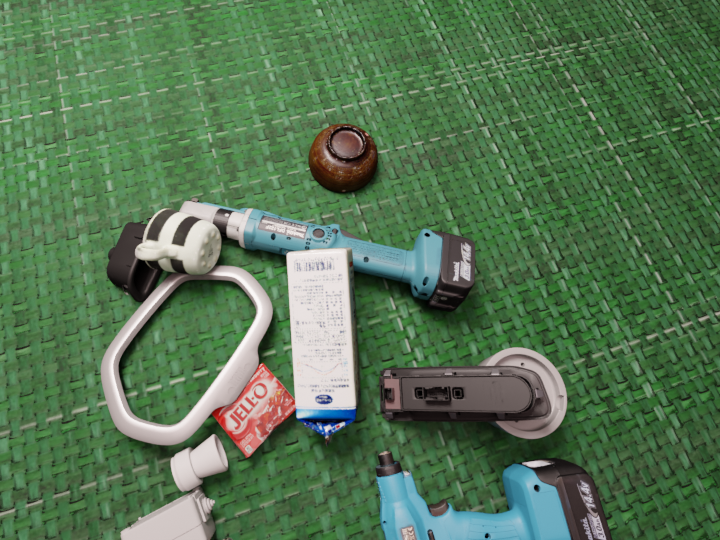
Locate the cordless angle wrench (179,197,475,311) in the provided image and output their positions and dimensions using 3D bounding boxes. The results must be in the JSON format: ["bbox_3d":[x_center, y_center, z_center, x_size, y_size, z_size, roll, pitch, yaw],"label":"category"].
[{"bbox_3d":[-0.059,-0.039,0.606,0.427,0.072,0.099,13,56,5],"label":"cordless angle wrench"}]

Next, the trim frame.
[{"bbox_3d":[-0.225,0.098,0.556,0.190,0.027,0.248,26,65,15],"label":"trim frame"}]

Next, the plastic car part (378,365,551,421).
[{"bbox_3d":[0.116,0.147,0.513,0.209,0.063,0.068,-6,64,21],"label":"plastic car part"}]

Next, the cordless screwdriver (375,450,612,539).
[{"bbox_3d":[0.146,0.279,0.507,0.247,0.073,0.163,-13,72,-4],"label":"cordless screwdriver"}]

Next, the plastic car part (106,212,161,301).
[{"bbox_3d":[-0.318,-0.022,0.595,0.073,0.063,0.117,16,73,15],"label":"plastic car part"}]
